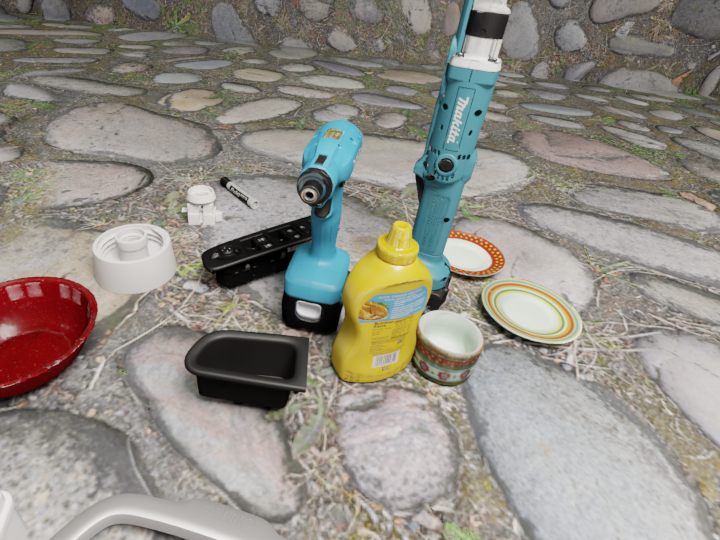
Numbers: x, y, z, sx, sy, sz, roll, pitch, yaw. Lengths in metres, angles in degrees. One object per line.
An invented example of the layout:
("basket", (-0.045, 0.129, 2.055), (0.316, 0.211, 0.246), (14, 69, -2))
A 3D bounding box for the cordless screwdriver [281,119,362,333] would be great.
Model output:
("cordless screwdriver", (-0.047, -0.031, 0.478), (0.075, 0.243, 0.161), (12, 35, 2))

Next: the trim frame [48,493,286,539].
("trim frame", (-0.117, 0.244, 0.271), (0.252, 0.027, 0.186), (11, 36, 7))

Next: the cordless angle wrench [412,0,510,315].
("cordless angle wrench", (0.101, -0.131, 0.494), (0.100, 0.413, 0.074), (18, 35, 11))

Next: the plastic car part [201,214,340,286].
("plastic car part", (-0.132, -0.028, 0.613), (0.196, 0.065, 0.070), (-18, 43, -30))

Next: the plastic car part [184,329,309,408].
("plastic car part", (-0.113, 0.106, 0.427), (0.116, 0.069, 0.068), (5, 35, -3))
